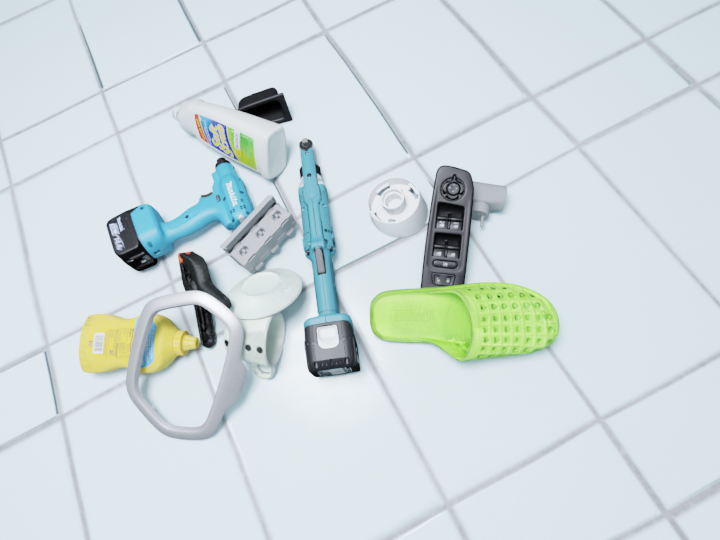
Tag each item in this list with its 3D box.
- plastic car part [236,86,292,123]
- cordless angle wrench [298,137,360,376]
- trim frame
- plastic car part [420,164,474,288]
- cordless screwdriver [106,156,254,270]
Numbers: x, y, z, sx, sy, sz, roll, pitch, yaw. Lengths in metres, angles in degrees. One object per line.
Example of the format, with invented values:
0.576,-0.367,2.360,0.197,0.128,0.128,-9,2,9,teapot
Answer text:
-0.202,-0.329,0.845,0.117,0.063,0.073,-12,56,6,plastic car part
-0.070,-0.046,0.712,0.075,0.095,0.435,-10,65,1,cordless angle wrench
-0.266,0.146,0.643,0.187,0.027,0.247,19,100,8,trim frame
0.142,-0.066,0.682,0.068,0.066,0.202,7,96,14,plastic car part
-0.328,-0.110,0.774,0.247,0.072,0.165,-23,64,-5,cordless screwdriver
